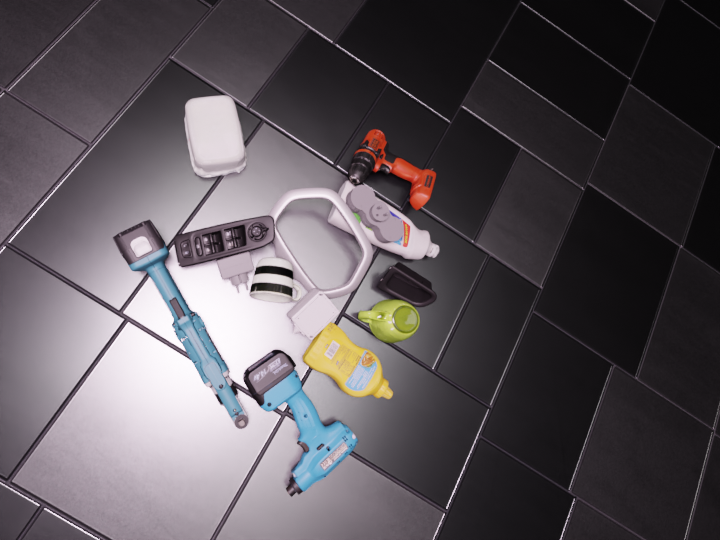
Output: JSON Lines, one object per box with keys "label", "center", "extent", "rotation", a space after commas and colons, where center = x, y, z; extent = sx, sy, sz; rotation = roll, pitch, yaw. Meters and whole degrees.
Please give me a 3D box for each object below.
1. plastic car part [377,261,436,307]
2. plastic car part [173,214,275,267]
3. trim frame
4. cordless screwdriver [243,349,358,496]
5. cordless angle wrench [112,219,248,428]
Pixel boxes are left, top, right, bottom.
{"label": "plastic car part", "center": [0.105, 0.025, 0.911], "extent": [0.115, 0.066, 0.072], "rotation": [28, 34, -6]}
{"label": "plastic car part", "center": [-0.261, -0.056, 0.839], "extent": [0.205, 0.065, 0.068], "rotation": [-14, 76, 7]}
{"label": "trim frame", "center": [-0.085, -0.056, 0.873], "extent": [0.184, 0.028, 0.243], "rotation": [-33, 101, 3]}
{"label": "cordless screwdriver", "center": [-0.135, 0.284, 0.800], "extent": [0.157, 0.075, 0.248], "rotation": [-38, 92, -17]}
{"label": "cordless angle wrench", "center": [-0.323, 0.108, 0.796], "extent": [0.073, 0.099, 0.423], "rotation": [-30, 90, -18]}
